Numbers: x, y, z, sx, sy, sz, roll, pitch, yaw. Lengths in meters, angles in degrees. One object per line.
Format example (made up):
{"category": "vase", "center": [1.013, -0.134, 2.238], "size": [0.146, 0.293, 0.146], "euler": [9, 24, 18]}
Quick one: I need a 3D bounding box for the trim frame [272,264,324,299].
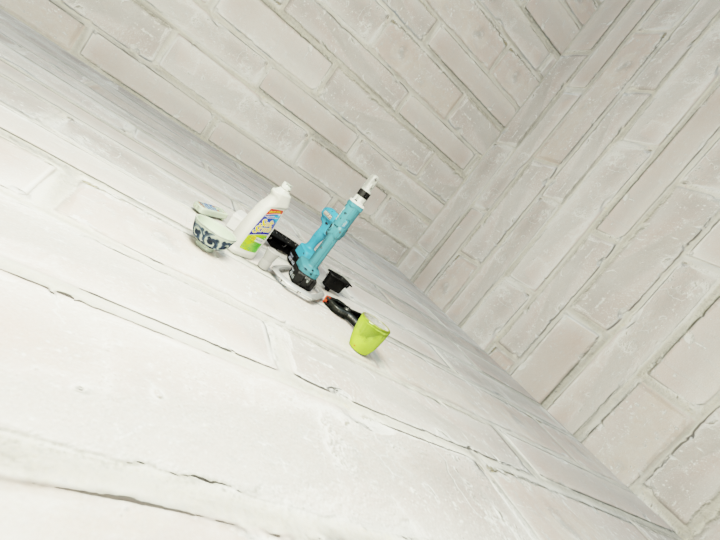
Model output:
{"category": "trim frame", "center": [-0.197, 0.033, 1.334], "size": [0.187, 0.027, 0.245], "euler": [37, 9, 6]}

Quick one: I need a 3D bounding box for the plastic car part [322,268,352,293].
{"category": "plastic car part", "center": [-0.097, 0.045, 1.517], "size": [0.110, 0.071, 0.070], "euler": [27, 13, -47]}

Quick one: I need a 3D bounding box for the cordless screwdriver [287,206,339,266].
{"category": "cordless screwdriver", "center": [-0.145, -0.095, 1.482], "size": [0.070, 0.249, 0.168], "euler": [30, 11, -38]}

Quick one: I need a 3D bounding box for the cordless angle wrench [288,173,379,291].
{"category": "cordless angle wrench", "center": [-0.076, -0.127, 1.340], "size": [0.071, 0.423, 0.102], "euler": [33, 10, -25]}

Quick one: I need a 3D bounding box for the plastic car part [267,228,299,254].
{"category": "plastic car part", "center": [-0.288, -0.099, 1.557], "size": [0.191, 0.067, 0.070], "euler": [26, 13, -49]}
